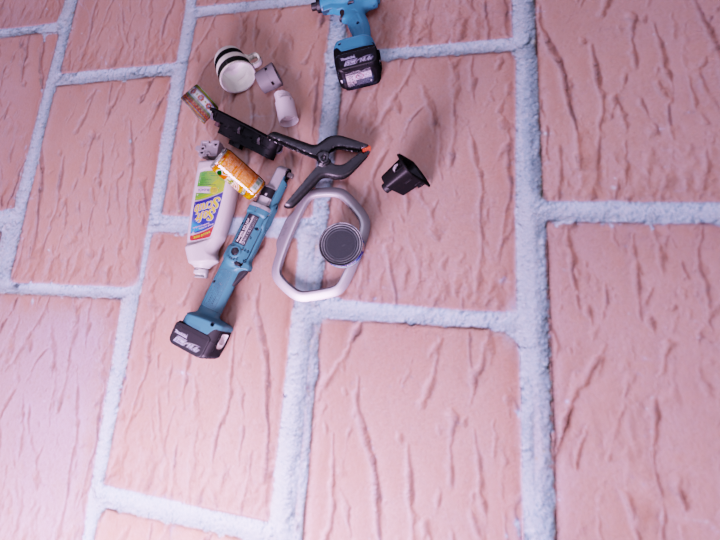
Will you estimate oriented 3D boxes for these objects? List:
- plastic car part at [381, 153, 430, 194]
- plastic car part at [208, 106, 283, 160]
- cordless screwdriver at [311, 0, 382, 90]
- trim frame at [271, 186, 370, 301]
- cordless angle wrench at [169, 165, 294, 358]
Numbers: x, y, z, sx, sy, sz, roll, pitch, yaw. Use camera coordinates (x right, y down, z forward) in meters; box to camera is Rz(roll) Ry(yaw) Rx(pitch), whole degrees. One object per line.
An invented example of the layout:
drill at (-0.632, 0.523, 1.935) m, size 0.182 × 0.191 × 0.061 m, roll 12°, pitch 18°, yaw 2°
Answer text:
plastic car part at (0.076, -0.177, 0.815) m, size 0.072 × 0.112 × 0.068 m, roll -39°, pitch 73°, yaw 25°
plastic car part at (-0.254, -0.299, 0.941) m, size 0.210 × 0.064 × 0.067 m, roll 26°, pitch 94°, yaw 17°
cordless screwdriver at (-0.032, -0.524, 0.939) m, size 0.162 × 0.071 × 0.253 m, roll -5°, pitch 72°, yaw 11°
trim frame at (-0.084, -0.055, 0.860) m, size 0.190 × 0.027 × 0.249 m, roll 19°, pitch 83°, yaw 16°
cordless angle wrench at (-0.248, -0.031, 0.872) m, size 0.101 × 0.072 × 0.424 m, roll 21°, pitch 80°, yaw 15°
